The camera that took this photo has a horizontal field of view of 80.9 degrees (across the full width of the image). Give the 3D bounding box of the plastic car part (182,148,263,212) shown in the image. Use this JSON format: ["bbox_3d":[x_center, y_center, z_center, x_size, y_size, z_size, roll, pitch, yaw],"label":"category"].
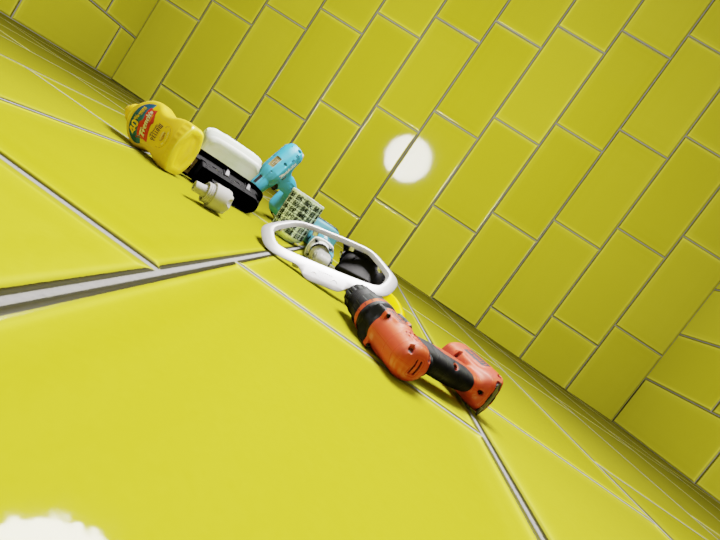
[{"bbox_3d":[-0.280,-0.177,0.863,0.191,0.066,0.071,30,16,-41],"label":"plastic car part"}]

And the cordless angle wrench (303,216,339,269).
[{"bbox_3d":[-0.092,-0.060,0.946,0.096,0.074,0.430,33,7,-12],"label":"cordless angle wrench"}]

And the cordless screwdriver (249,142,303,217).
[{"bbox_3d":[-0.201,-0.186,1.043,0.077,0.158,0.242,39,-18,15],"label":"cordless screwdriver"}]

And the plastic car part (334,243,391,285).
[{"bbox_3d":[-0.003,0.010,0.793,0.122,0.064,0.069,27,44,28],"label":"plastic car part"}]

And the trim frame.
[{"bbox_3d":[-0.053,-0.024,0.718,0.247,0.027,0.187,23,24,-5],"label":"trim frame"}]
